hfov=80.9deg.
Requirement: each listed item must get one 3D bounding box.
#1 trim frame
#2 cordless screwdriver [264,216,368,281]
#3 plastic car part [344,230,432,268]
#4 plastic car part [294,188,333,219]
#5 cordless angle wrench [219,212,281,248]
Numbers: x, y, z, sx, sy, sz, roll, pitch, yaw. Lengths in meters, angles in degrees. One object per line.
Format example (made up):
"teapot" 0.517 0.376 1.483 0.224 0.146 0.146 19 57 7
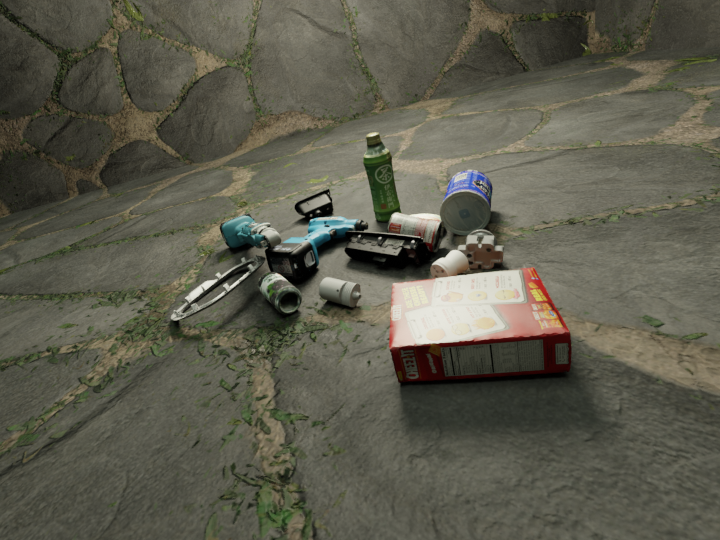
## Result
"trim frame" -0.307 0.031 0.921 0.191 0.027 0.246 -14 25 42
"cordless screwdriver" -0.096 -0.063 0.979 0.166 0.072 0.245 0 27 30
"plastic car part" 0.043 -0.041 0.889 0.214 0.063 0.067 15 64 43
"plastic car part" -0.126 -0.181 1.237 0.115 0.063 0.075 -25 42 -12
"cordless angle wrench" -0.256 -0.088 1.008 0.096 0.073 0.440 -26 17 -20
